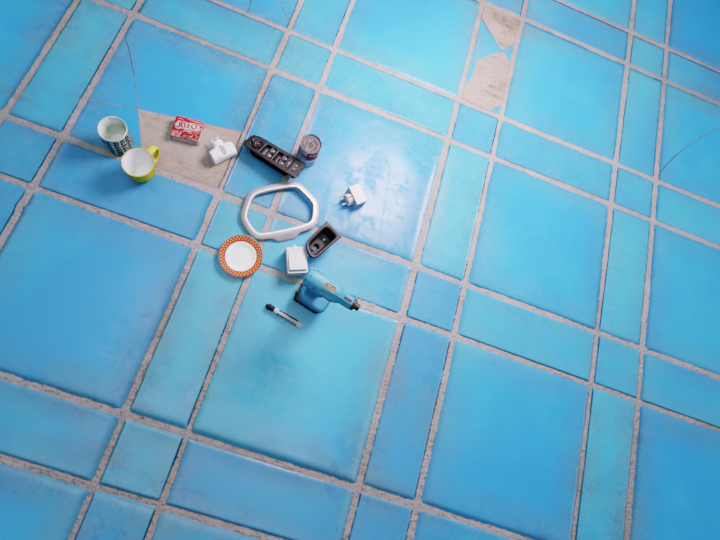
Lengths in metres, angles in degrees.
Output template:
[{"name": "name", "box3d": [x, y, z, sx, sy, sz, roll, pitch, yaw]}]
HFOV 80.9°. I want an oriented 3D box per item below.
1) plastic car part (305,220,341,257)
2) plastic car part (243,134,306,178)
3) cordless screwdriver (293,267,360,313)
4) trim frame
[{"name": "plastic car part", "box3d": [-0.126, -0.083, 1.292, 0.066, 0.071, 0.115, 46, 72, 0]}, {"name": "plastic car part", "box3d": [-0.275, -0.358, 1.338, 0.203, 0.067, 0.066, 33, 72, -1]}, {"name": "cordless screwdriver", "box3d": [-0.097, 0.072, 1.164, 0.158, 0.250, 0.074, 33, 72, -5]}, {"name": "trim frame", "box3d": [-0.251, -0.183, 1.318, 0.244, 0.027, 0.187, -14, 79, -14]}]
